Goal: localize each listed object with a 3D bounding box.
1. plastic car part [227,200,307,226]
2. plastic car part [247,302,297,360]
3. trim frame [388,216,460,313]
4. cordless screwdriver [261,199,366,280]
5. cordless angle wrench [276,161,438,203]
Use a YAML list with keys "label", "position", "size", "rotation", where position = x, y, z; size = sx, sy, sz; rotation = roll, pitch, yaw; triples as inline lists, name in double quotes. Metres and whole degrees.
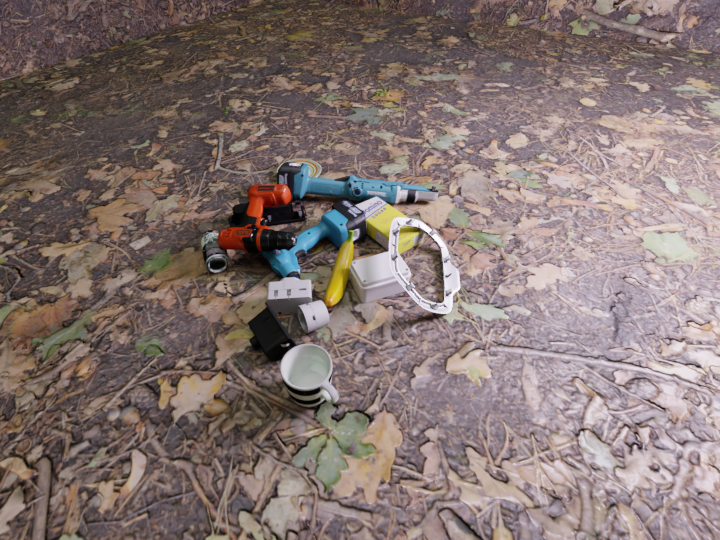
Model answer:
- label: "plastic car part"
  position: [-0.243, -0.150, 1.088]
  size: [0.202, 0.064, 0.069]
  rotation: [-12, 51, -5]
- label: "plastic car part"
  position: [-0.173, 0.124, 0.799]
  size: [0.070, 0.063, 0.123]
  rotation: [-37, 49, -14]
- label: "trim frame"
  position: [0.135, -0.020, 0.889]
  size: [0.178, 0.028, 0.254]
  rotation: [29, 41, -19]
- label: "cordless screwdriver"
  position: [-0.095, -0.062, 0.975]
  size: [0.244, 0.071, 0.168]
  rotation: [-27, 49, -17]
- label: "cordless angle wrench"
  position: [-0.009, -0.219, 1.126]
  size: [0.427, 0.096, 0.075]
  rotation: [7, 25, 5]
